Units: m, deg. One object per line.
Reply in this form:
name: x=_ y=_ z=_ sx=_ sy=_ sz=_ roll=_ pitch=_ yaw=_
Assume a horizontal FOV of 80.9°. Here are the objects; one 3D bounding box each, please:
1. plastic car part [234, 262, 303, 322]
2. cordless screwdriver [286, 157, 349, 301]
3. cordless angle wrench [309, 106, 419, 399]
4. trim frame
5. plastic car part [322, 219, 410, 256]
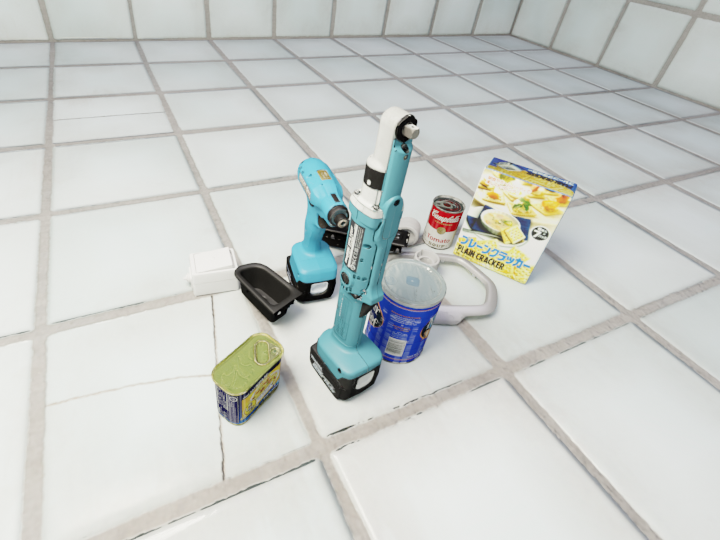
plastic car part: x=-0.164 y=0.043 z=0.724 sx=0.122 sy=0.069 sz=0.064 roll=34 pitch=46 yaw=27
cordless screwdriver: x=-0.069 y=-0.045 z=0.706 sx=0.072 sy=0.243 sz=0.167 roll=-7 pitch=43 yaw=-21
cordless angle wrench: x=0.003 y=0.004 z=0.528 sx=0.072 sy=0.413 sz=0.103 roll=-19 pitch=49 yaw=-32
trim frame: x=0.139 y=0.027 z=0.817 sx=0.247 sy=0.027 sz=0.190 roll=3 pitch=41 yaw=-5
plastic car part: x=-0.005 y=-0.069 z=0.880 sx=0.207 sy=0.065 sz=0.067 roll=16 pitch=41 yaw=10
